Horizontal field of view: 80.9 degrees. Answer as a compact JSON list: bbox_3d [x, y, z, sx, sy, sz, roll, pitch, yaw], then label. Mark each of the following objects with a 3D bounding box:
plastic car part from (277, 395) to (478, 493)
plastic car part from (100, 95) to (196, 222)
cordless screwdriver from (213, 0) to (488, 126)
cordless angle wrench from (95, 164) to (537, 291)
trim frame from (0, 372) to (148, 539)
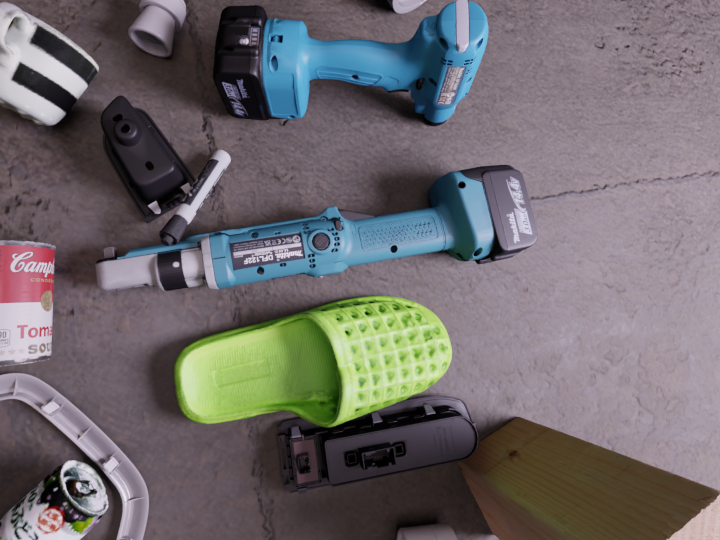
[{"bbox_3d":[0.025,0.165,0.407,0.199,0.067,0.067,-7,77,-13],"label":"plastic car part"},{"bbox_3d":[-0.214,-0.116,0.409,0.065,0.072,0.116,-34,92,-15],"label":"plastic car part"},{"bbox_3d":[-0.014,-0.195,0.435,0.252,0.156,0.075,2,80,6],"label":"cordless screwdriver"},{"bbox_3d":[-0.041,-0.027,0.424,0.418,0.074,0.099,-10,84,-8],"label":"cordless angle wrench"},{"bbox_3d":[-0.302,0.207,0.364,0.247,0.028,0.183,44,78,-2],"label":"trim frame"}]
